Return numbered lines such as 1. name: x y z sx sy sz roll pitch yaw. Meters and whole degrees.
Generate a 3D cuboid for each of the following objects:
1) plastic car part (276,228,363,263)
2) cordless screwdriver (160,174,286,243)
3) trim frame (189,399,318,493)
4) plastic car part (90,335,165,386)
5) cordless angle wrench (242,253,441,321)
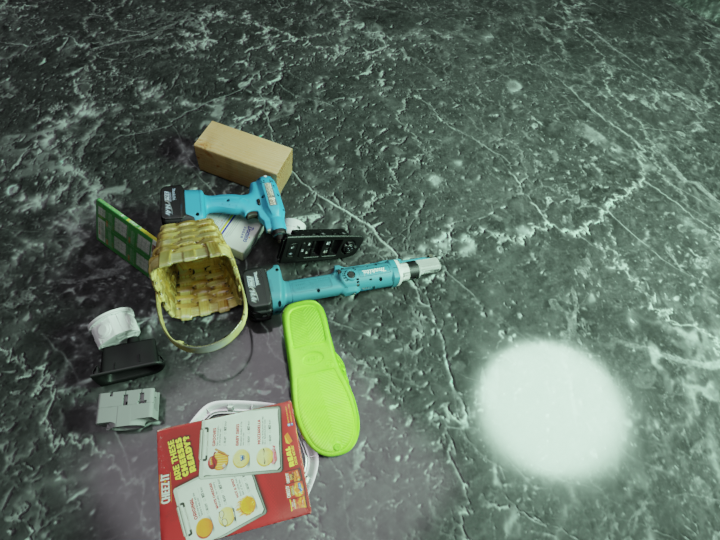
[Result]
1. plastic car part: -0.087 -0.057 0.892 0.194 0.065 0.071 -2 31 -32
2. cordless screwdriver: -0.279 -0.112 0.874 0.242 0.073 0.165 -11 63 -19
3. trim frame: -0.194 0.316 0.712 0.247 0.027 0.188 6 61 -4
4. plastic car part: -0.415 0.156 0.760 0.114 0.065 0.074 -14 64 -17
5. cordless angle wrench: -0.026 0.020 0.875 0.415 0.073 0.102 -9 60 -13
